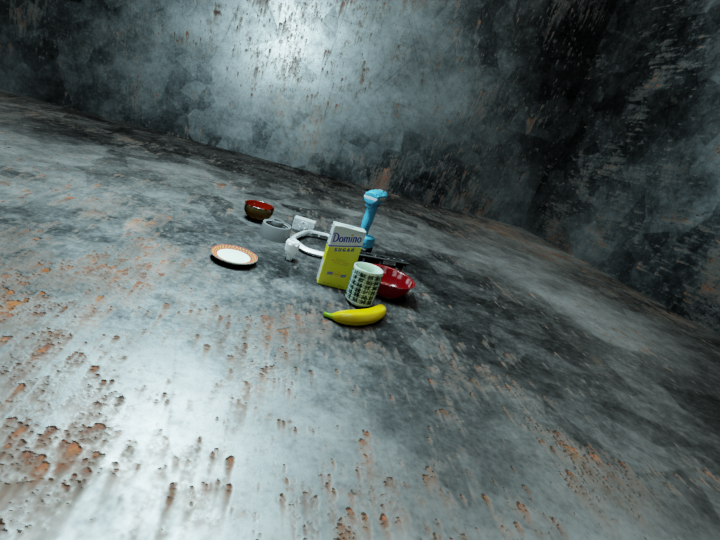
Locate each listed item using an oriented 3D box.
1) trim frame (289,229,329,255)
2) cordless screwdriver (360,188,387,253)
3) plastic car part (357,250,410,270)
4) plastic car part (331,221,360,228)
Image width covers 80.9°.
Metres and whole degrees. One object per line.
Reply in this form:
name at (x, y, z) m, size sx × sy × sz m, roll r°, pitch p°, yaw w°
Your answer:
trim frame at (-0.145, -0.095, 1.484) m, size 0.189 × 0.027 × 0.244 m, roll 20°, pitch 19°, yaw 12°
cordless screwdriver at (0.031, -0.165, 1.486) m, size 0.077 × 0.246 × 0.155 m, roll 23°, pitch 18°, yaw 17°
plastic car part at (0.052, -0.027, 1.392) m, size 0.201 × 0.066 × 0.067 m, roll 15°, pitch 18°, yaw -4°
plastic car part at (-0.058, -0.139, 1.614) m, size 0.114 × 0.070 × 0.068 m, roll 11°, pitch 19°, yaw -15°
